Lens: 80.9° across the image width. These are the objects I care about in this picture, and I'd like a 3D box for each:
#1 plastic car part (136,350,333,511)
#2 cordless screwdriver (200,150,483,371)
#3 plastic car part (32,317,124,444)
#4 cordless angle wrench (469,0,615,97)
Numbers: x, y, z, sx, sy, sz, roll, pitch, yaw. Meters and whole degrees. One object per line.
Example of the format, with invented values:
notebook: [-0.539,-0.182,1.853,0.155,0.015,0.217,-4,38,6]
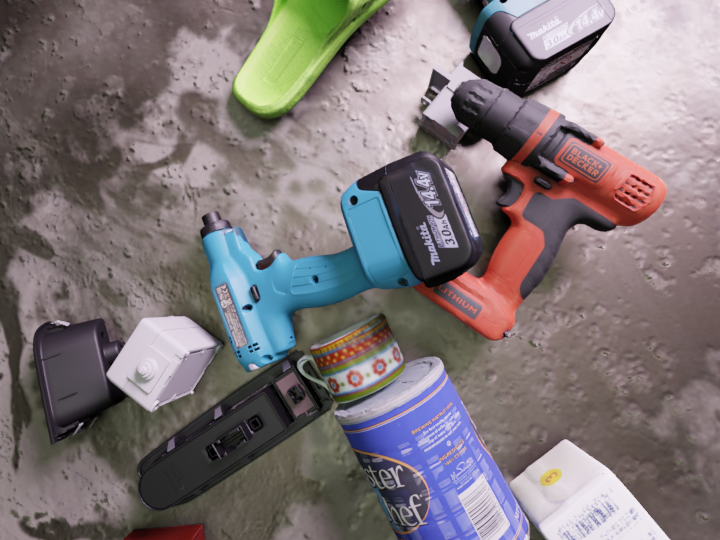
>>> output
plastic car part: [-0.126,0.162,0.397,0.203,0.067,0.066,-34,91,4]
cordless screwdriver: [-0.036,-0.024,0.370,0.254,0.072,0.162,-26,81,24]
plastic car part: [-0.273,0.098,0.423,0.070,0.066,0.118,-15,80,-13]
cordless angle wrench: [0.083,-0.375,0.431,0.098,0.073,0.431,-29,79,2]
